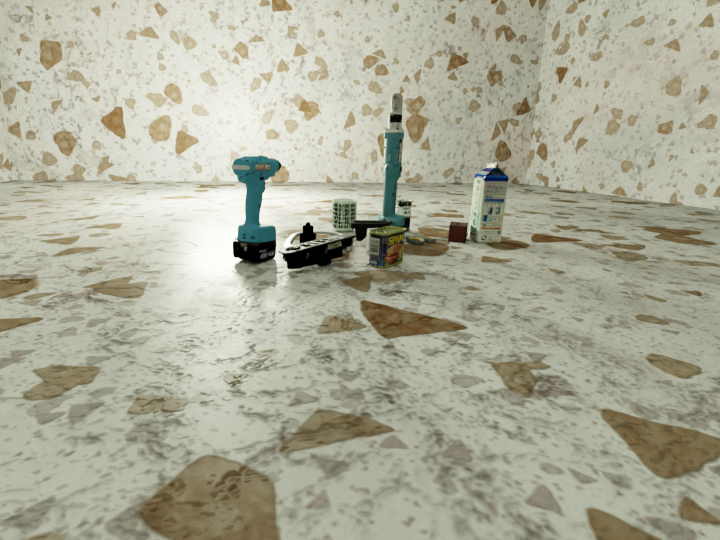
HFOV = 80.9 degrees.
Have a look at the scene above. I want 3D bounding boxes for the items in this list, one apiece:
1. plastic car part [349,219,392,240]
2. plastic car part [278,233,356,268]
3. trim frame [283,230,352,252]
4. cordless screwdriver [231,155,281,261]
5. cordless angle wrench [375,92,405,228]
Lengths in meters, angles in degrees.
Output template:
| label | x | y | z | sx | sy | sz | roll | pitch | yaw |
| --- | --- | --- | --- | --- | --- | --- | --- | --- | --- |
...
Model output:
| label | x | y | z | sx | sy | sz | roll | pitch | yaw |
| --- | --- | --- | --- | --- | --- | --- | --- | --- | --- |
| plastic car part | 0.030 | -0.108 | 1.208 | 0.119 | 0.070 | 0.065 | 5 | 15 | 13 |
| plastic car part | -0.102 | -0.043 | 0.980 | 0.195 | 0.066 | 0.070 | -13 | 21 | -41 |
| trim frame | -0.113 | -0.074 | 1.155 | 0.185 | 0.027 | 0.251 | 2 | 16 | 1 |
| cordless screwdriver | -0.242 | -0.152 | 1.026 | 0.077 | 0.245 | 0.155 | 8 | 15 | 23 |
| cordless angle wrench | 0.093 | -0.294 | 1.230 | 0.078 | 0.417 | 0.095 | 10 | 15 | 29 |
